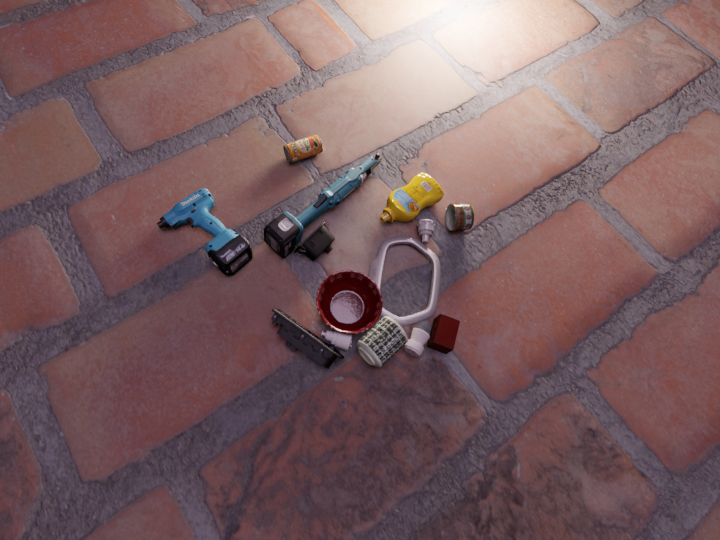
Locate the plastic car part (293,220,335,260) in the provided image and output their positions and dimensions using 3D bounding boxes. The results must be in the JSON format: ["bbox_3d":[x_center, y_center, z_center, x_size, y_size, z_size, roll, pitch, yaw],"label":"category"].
[{"bbox_3d":[-0.109,-0.071,1.110,0.115,0.067,0.071,-43,93,-23],"label":"plastic car part"}]

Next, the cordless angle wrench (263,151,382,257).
[{"bbox_3d":[-0.084,-0.199,1.155,0.076,0.097,0.418,42,66,11],"label":"cordless angle wrench"}]

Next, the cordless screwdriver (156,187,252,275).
[{"bbox_3d":[-0.402,-0.092,1.092,0.157,0.072,0.258,-37,70,-18],"label":"cordless screwdriver"}]

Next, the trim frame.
[{"bbox_3d":[0.113,0.023,1.094,0.184,0.027,0.252,11,67,0],"label":"trim frame"}]

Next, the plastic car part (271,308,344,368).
[{"bbox_3d":[-0.132,0.165,0.997,0.207,0.065,0.067,29,77,9],"label":"plastic car part"}]
